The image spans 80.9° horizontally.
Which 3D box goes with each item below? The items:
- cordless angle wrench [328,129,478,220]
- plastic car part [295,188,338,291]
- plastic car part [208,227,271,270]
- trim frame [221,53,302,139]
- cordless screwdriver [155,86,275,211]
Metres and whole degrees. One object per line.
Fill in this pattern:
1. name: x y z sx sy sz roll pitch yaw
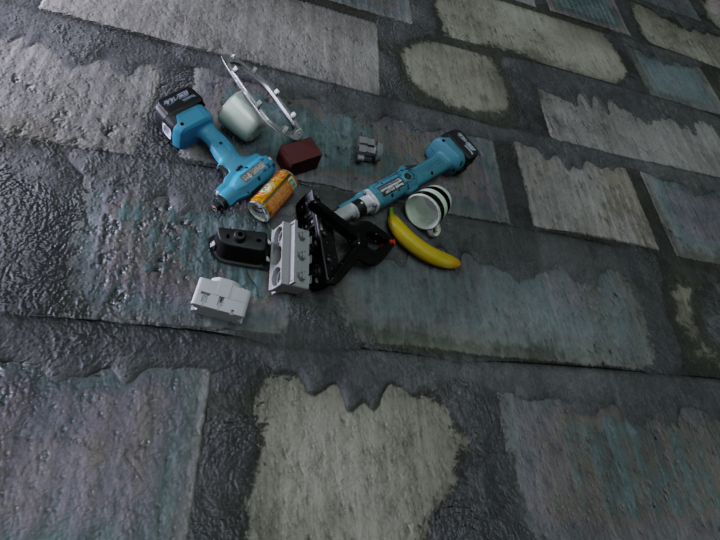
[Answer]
1. cordless angle wrench: 0.096 -0.199 0.953 0.415 0.074 0.100 -33 79 -27
2. plastic car part: -0.081 -0.053 0.827 0.063 0.068 0.209 16 55 -42
3. plastic car part: -0.216 -0.049 0.770 0.113 0.071 0.068 10 61 -18
4. trim frame: -0.207 -0.376 0.913 0.254 0.028 0.177 56 24 12
5. cordless screwdriver: -0.306 -0.235 0.837 0.249 0.075 0.158 42 59 0
